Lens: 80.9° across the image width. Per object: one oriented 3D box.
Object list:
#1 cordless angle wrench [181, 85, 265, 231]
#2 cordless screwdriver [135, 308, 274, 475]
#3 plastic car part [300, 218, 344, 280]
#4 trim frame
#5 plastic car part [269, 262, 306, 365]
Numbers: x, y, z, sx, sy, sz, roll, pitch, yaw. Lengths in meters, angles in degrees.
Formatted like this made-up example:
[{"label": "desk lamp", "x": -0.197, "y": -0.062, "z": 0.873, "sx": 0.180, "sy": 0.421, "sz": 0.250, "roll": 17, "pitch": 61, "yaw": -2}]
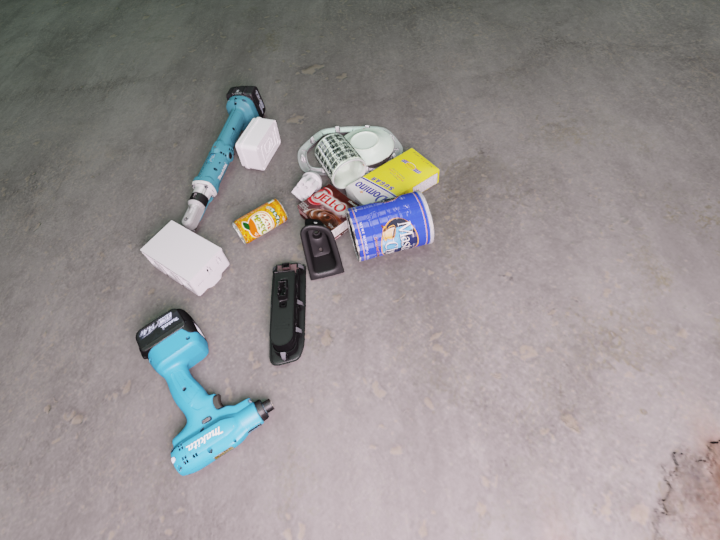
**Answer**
[{"label": "cordless angle wrench", "x": -0.333, "y": -0.275, "z": 1.011, "sx": 0.076, "sy": 0.094, "sz": 0.430, "roll": 4, "pitch": 59, "yaw": 15}, {"label": "cordless screwdriver", "x": -0.257, "y": 0.173, "z": 0.687, "sx": 0.157, "sy": 0.071, "sz": 0.261, "roll": -31, "pitch": 59, "yaw": -12}, {"label": "plastic car part", "x": -0.078, "y": -0.051, "z": 0.794, "sx": 0.066, "sy": 0.112, "sz": 0.074, "roll": -14, "pitch": 30, "yaw": -2}, {"label": "trim frame", "x": -0.027, "y": -0.281, "z": 0.991, "sx": 0.253, "sy": 0.026, "sz": 0.188, "roll": 3, "pitch": 57, "yaw": 11}, {"label": "plastic car part", "x": -0.130, "y": 0.064, "z": 0.748, "sx": 0.066, "sy": 0.065, "sz": 0.209, "roll": -3, "pitch": 57, "yaw": -2}]
